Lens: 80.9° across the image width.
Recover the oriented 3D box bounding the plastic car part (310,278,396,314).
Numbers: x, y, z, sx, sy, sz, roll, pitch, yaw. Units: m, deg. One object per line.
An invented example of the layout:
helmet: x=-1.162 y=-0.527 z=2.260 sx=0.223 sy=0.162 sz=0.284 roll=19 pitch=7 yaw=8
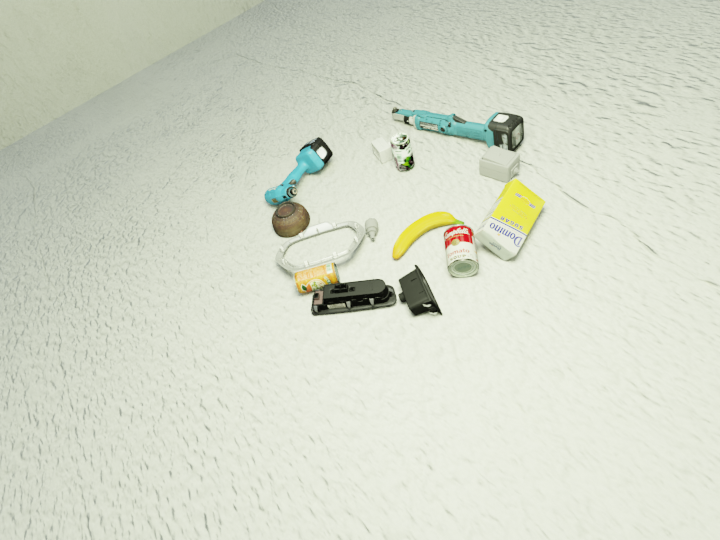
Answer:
plastic car part: x=-0.020 y=0.053 z=0.975 sx=0.207 sy=0.064 sz=0.068 roll=-5 pitch=42 yaw=13

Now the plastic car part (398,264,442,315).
plastic car part: x=0.120 y=0.051 z=0.927 sx=0.072 sy=0.062 sz=0.122 roll=-32 pitch=44 yaw=11

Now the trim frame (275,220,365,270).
trim frame: x=-0.108 y=-0.071 z=1.106 sx=0.251 sy=0.026 sz=0.190 roll=-19 pitch=34 yaw=7

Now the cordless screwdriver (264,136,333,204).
cordless screwdriver: x=-0.176 y=-0.297 z=1.273 sx=0.166 sy=0.071 sz=0.248 roll=3 pitch=51 yaw=54

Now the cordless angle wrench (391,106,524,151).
cordless angle wrench: x=0.260 y=-0.434 z=1.252 sx=0.448 sy=0.093 sz=0.074 roll=28 pitch=65 yaw=40
